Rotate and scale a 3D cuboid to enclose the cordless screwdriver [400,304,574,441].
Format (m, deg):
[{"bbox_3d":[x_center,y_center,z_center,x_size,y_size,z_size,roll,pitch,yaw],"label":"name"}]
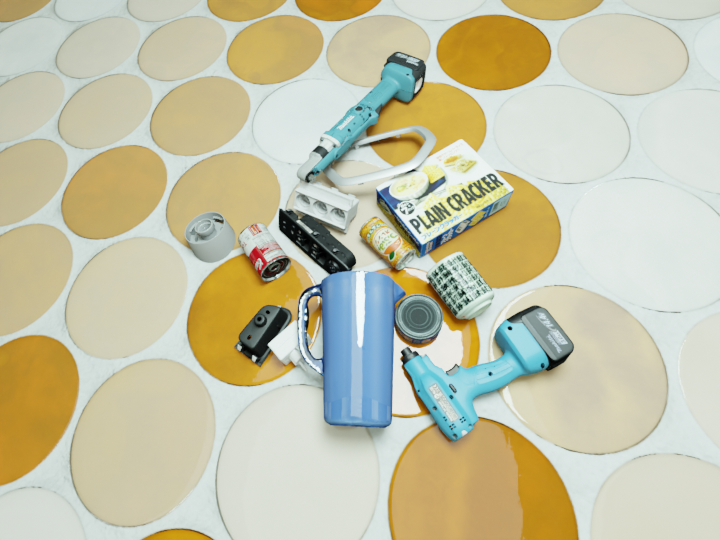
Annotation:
[{"bbox_3d":[0.201,0.143,0.701,0.248,0.071,0.166,-33,64,-4],"label":"cordless screwdriver"}]

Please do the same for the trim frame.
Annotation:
[{"bbox_3d":[0.036,-0.248,0.906,0.254,0.026,0.189,-13,45,17],"label":"trim frame"}]

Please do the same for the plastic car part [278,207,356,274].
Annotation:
[{"bbox_3d":[-0.083,-0.054,0.850,0.065,0.065,0.212,-27,59,-35],"label":"plastic car part"}]

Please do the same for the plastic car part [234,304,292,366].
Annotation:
[{"bbox_3d":[-0.182,0.105,0.778,0.068,0.068,0.116,30,75,17],"label":"plastic car part"}]

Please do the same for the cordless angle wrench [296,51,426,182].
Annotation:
[{"bbox_3d":[-0.001,-0.335,0.931,0.102,0.072,0.420,30,65,19],"label":"cordless angle wrench"}]
